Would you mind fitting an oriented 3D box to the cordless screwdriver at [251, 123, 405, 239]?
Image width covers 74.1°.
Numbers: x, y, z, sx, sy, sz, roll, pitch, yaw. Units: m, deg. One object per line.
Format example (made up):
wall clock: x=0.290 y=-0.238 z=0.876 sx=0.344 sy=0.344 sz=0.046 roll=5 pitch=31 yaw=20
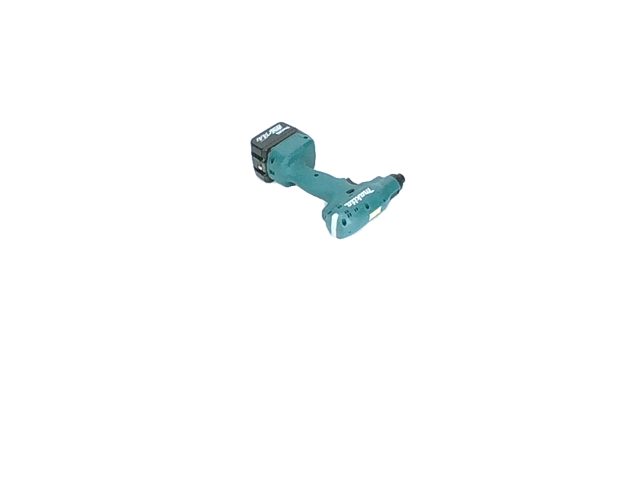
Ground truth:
cordless screwdriver: x=0.008 y=-0.114 z=0.713 sx=0.158 sy=0.074 sz=0.249 roll=-36 pitch=58 yaw=-27
